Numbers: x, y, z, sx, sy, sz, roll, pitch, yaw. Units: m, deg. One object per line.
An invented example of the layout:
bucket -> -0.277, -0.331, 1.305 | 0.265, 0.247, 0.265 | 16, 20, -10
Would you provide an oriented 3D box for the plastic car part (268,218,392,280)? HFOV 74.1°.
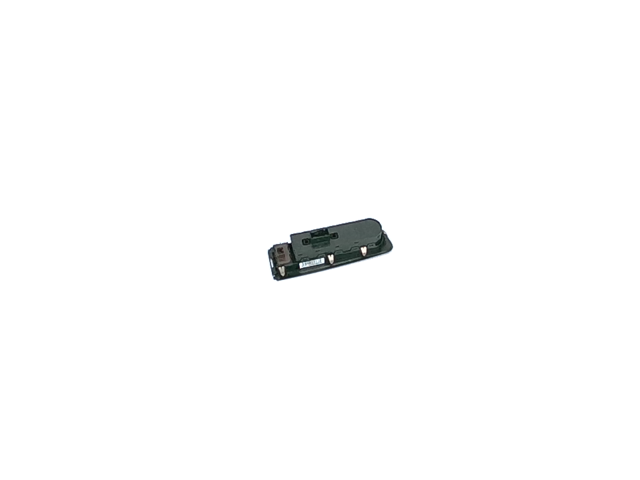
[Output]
plastic car part -> 0.017, 0.005, 0.688 | 0.202, 0.067, 0.066 | -9, 45, -10
